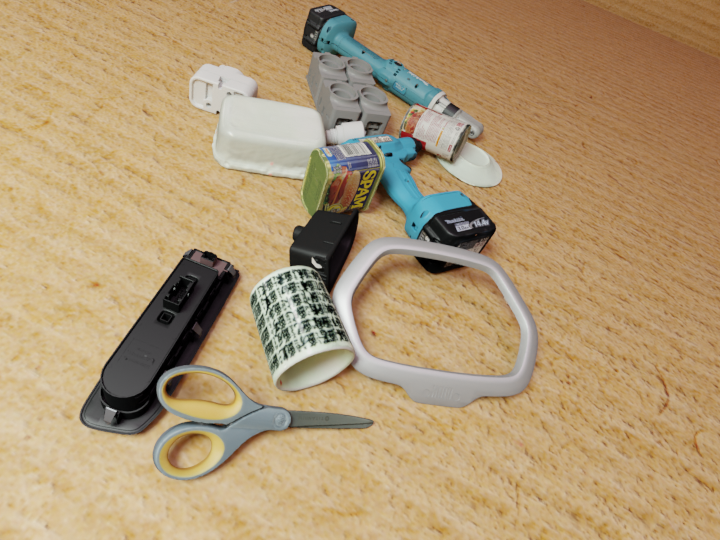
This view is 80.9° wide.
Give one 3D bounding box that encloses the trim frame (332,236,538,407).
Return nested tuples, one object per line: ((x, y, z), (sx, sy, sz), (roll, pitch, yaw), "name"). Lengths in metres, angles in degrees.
((0.087, 0.053, 0.473), (0.243, 0.027, 0.188), (10, 63, -12), "trim frame")

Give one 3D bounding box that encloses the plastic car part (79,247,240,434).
((-0.178, 0.051, 0.397), (0.065, 0.067, 0.205), (25, 50, -9), "plastic car part")

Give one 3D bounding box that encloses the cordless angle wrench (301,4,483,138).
((0.065, -0.393, 0.851), (0.434, 0.074, 0.096), (40, 50, 13), "cordless angle wrench")

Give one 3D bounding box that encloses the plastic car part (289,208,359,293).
((-0.050, -0.033, 0.515), (0.072, 0.064, 0.117), (13, 44, 8), "plastic car part")

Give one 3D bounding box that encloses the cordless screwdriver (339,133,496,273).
((0.090, -0.118, 0.622), (0.154, 0.073, 0.261), (-17, 55, -31), "cordless screwdriver")
